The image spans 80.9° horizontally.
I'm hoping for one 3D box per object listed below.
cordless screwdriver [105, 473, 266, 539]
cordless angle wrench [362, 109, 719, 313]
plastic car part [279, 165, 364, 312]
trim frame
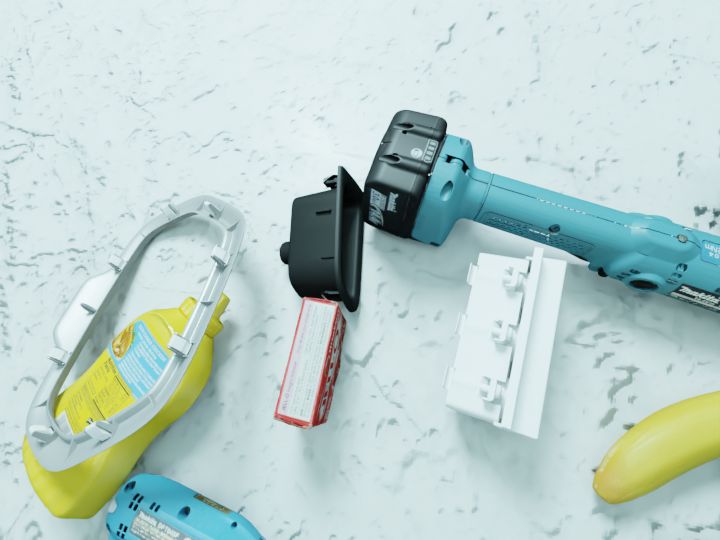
[{"bbox_3d":[-0.138,0.288,0.270,0.163,0.072,0.250,16,70,13],"label":"cordless screwdriver"},{"bbox_3d":[0.212,-0.013,0.316,0.433,0.095,0.075,20,72,12],"label":"cordless angle wrench"},{"bbox_3d":[-0.037,-0.024,0.378,0.073,0.063,0.118,-1,73,22],"label":"plastic car part"},{"bbox_3d":[-0.184,0.028,0.347,0.191,0.026,0.252,-7,53,30],"label":"trim frame"}]
